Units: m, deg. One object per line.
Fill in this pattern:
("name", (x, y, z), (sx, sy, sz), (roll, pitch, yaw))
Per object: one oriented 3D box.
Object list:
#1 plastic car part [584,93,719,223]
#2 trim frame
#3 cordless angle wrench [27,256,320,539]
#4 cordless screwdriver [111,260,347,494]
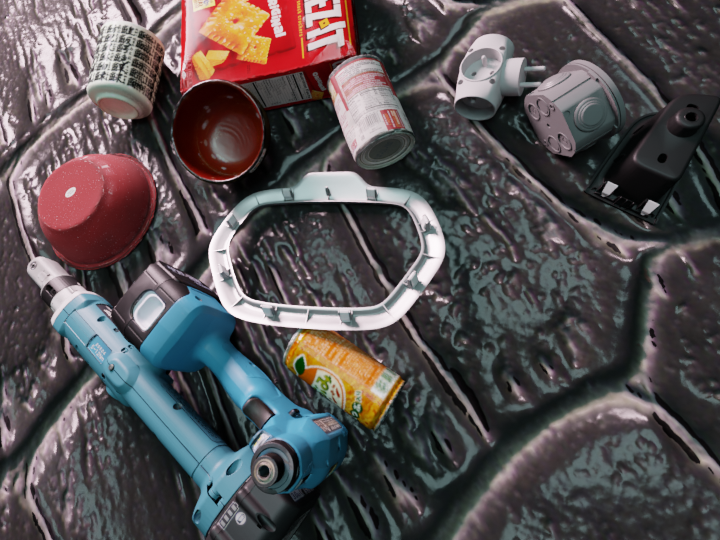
("plastic car part", (0.273, -0.112, 0.379), (0.068, 0.068, 0.116), (33, 87, 16))
("trim frame", (-0.042, -0.028, 0.435), (0.255, 0.026, 0.188), (1, 57, 15))
("cordless angle wrench", (-0.228, 0.105, 0.430), (0.441, 0.094, 0.074), (34, 81, 23))
("cordless screwdriver", (-0.124, 0.088, 0.372), (0.259, 0.153, 0.074), (36, 84, 21))
